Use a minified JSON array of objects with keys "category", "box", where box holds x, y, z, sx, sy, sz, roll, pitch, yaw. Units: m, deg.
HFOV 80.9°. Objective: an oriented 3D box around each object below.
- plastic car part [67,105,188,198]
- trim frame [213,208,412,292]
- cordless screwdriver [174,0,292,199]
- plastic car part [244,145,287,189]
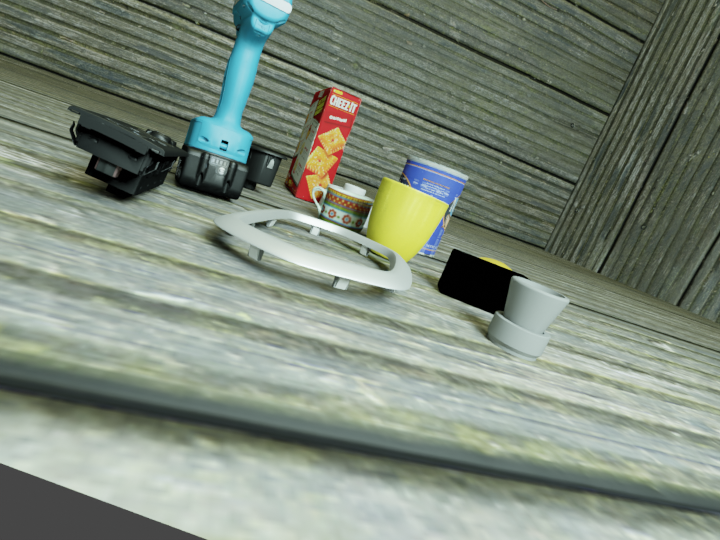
[{"category":"plastic car part","box":[-0.198,-0.101,0.383,0.064,0.067,0.210,17,13,-19]},{"category":"trim frame","box":[-0.040,-0.026,0.405,0.186,0.027,0.247,21,13,3]},{"category":"cordless screwdriver","box":[-0.162,-0.221,0.527,0.071,0.247,0.167,15,13,-30]},{"category":"plastic car part","box":[-0.177,-0.169,0.692,0.062,0.070,0.123,8,17,-46]}]
